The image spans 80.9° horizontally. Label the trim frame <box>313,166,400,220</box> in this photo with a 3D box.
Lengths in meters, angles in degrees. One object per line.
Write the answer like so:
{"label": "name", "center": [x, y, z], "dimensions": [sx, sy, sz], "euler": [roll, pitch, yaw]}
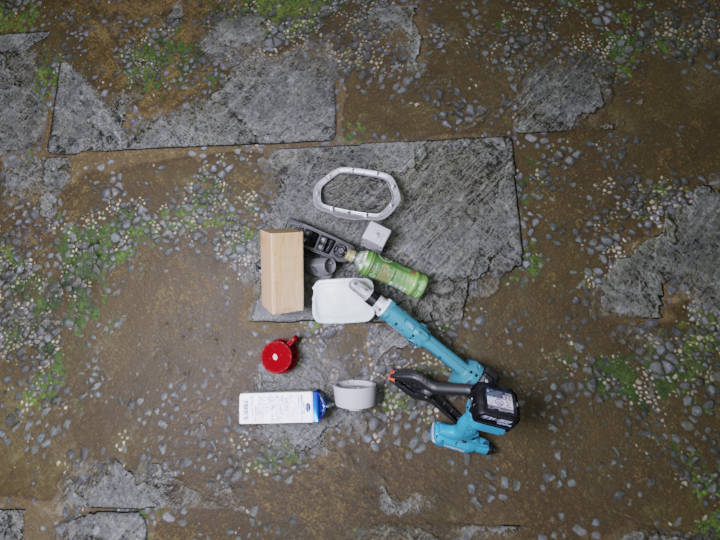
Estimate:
{"label": "trim frame", "center": [-0.014, -0.214, 1.173], "dimensions": [0.256, 0.026, 0.186], "euler": [13, 64, 17]}

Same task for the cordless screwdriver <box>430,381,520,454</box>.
{"label": "cordless screwdriver", "center": [0.279, 0.354, 0.963], "dimensions": [0.159, 0.245, 0.076], "euler": [18, 46, -3]}

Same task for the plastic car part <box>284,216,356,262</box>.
{"label": "plastic car part", "center": [-0.114, -0.074, 1.162], "dimensions": [0.206, 0.066, 0.066], "euler": [22, 79, 7]}

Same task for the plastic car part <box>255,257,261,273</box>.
{"label": "plastic car part", "center": [-0.241, -0.034, 1.166], "dimensions": [0.116, 0.069, 0.067], "euler": [-41, 79, -8]}

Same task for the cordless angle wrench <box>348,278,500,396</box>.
{"label": "cordless angle wrench", "center": [0.141, 0.158, 1.047], "dimensions": [0.426, 0.097, 0.074], "euler": [39, 74, 4]}
